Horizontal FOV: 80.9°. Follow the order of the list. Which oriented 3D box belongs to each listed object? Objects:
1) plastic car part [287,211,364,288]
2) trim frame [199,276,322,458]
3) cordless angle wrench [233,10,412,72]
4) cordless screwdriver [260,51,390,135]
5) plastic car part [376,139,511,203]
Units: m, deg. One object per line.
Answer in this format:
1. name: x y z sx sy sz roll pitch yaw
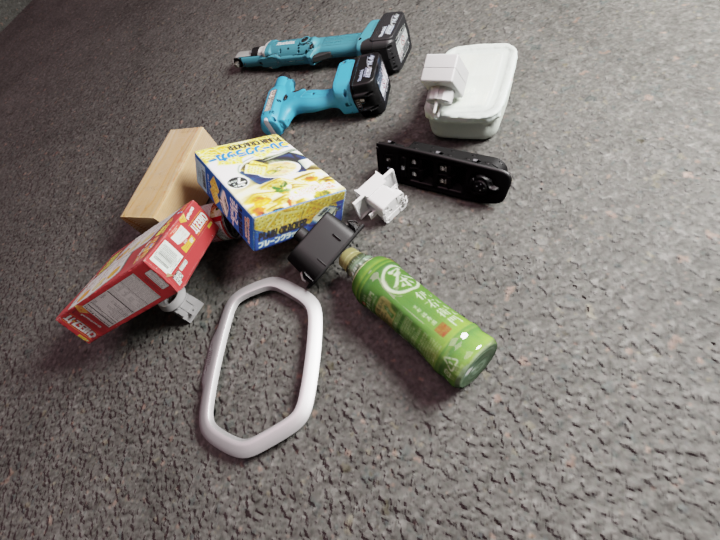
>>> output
1. plastic car part: -0.059 -0.039 0.608 0.071 0.066 0.116 44 82 -1
2. trim frame: -0.140 0.121 0.582 0.189 0.026 0.254 -7 60 18
3. cordless angle wrench: -0.107 -0.467 0.900 0.444 0.070 0.098 12 65 30
4. cordless screwdriver: -0.071 -0.348 0.811 0.257 0.070 0.162 -5 59 24
5. plastic car part: 0.123 -0.149 0.621 0.214 0.064 0.066 26 47 33
